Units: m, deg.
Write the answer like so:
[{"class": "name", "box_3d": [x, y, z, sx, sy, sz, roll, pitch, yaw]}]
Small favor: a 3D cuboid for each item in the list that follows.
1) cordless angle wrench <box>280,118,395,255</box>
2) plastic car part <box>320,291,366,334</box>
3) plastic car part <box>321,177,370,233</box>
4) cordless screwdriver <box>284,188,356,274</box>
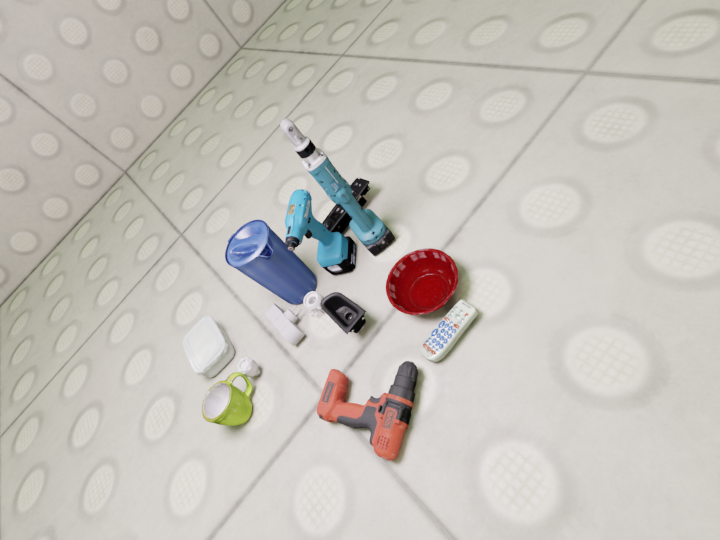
[{"class": "cordless angle wrench", "box_3d": [-0.050, -0.183, 0.961, 0.074, 0.399, 0.103, -40, 45, 3]}, {"class": "plastic car part", "box_3d": [-0.032, 0.102, 0.980, 0.066, 0.067, 0.123, -49, 45, -6]}, {"class": "plastic car part", "box_3d": [-0.043, -0.163, 1.180, 0.202, 0.063, 0.070, -50, 45, -6]}, {"class": "cordless screwdriver", "box_3d": [-0.101, -0.066, 1.029, 0.077, 0.235, 0.163, -14, 52, 26]}]
